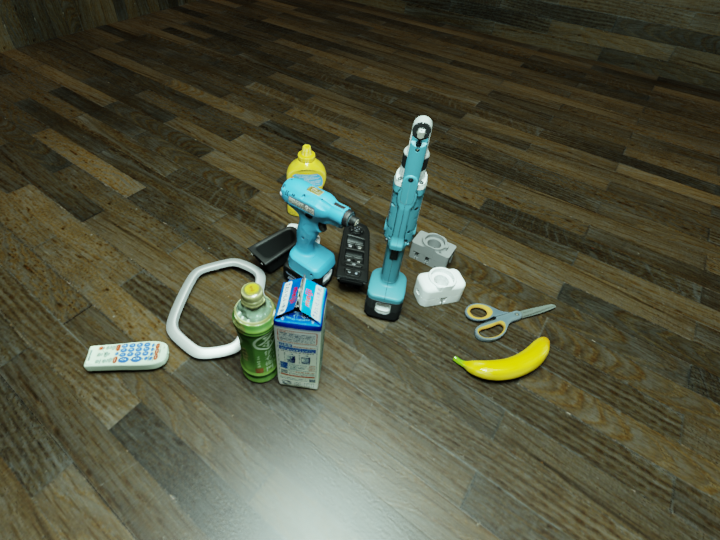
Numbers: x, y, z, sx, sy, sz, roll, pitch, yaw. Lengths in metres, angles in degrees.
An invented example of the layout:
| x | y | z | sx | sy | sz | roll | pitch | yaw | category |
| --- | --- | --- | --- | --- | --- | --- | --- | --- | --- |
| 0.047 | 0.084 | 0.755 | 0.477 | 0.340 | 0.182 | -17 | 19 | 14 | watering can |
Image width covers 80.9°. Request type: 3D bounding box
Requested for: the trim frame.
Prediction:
| x | y | z | sx | sy | sz | roll | pitch | yaw | category |
| --- | --- | --- | --- | --- | --- | --- | --- | --- | --- |
| -0.284 | 0.069 | 0.857 | 0.185 | 0.027 | 0.254 | 5 | 46 | 2 | trim frame |

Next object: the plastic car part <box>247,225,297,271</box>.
| x | y | z | sx | sy | sz | roll | pitch | yaw | category |
| --- | --- | --- | --- | --- | --- | --- | --- | --- | --- |
| -0.182 | -0.039 | 0.937 | 0.114 | 0.069 | 0.069 | -33 | 57 | -31 | plastic car part |

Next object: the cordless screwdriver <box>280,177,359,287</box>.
| x | y | z | sx | sy | sz | roll | pitch | yaw | category |
| --- | --- | --- | --- | --- | --- | --- | --- | --- | --- |
| -0.082 | -0.053 | 0.834 | 0.166 | 0.242 | 0.073 | 30 | 50 | 22 | cordless screwdriver |

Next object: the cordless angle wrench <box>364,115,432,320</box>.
| x | y | z | sx | sy | sz | roll | pitch | yaw | category |
| --- | --- | --- | --- | --- | --- | --- | --- | --- | --- |
| 0.069 | -0.073 | 0.742 | 0.075 | 0.411 | 0.099 | 13 | 46 | 5 | cordless angle wrench |

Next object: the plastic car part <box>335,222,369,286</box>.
| x | y | z | sx | sy | sz | roll | pitch | yaw | category |
| --- | --- | --- | --- | --- | --- | --- | --- | --- | --- |
| -0.014 | -0.033 | 0.941 | 0.066 | 0.065 | 0.208 | 5 | 46 | 0 | plastic car part |
